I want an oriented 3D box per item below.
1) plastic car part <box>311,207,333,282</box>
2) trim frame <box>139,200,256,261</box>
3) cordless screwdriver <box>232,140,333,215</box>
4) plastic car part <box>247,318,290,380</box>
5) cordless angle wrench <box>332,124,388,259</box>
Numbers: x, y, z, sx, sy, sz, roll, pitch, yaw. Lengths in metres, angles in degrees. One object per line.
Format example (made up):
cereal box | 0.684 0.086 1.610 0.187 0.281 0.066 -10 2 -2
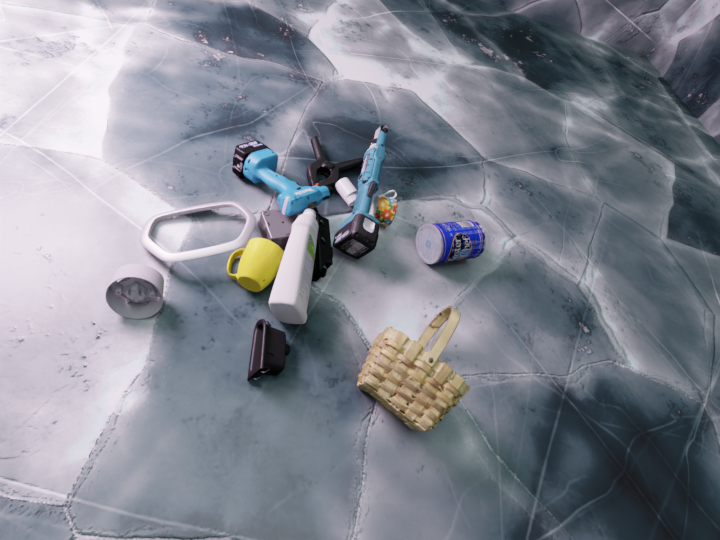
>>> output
plastic car part | -0.097 -0.063 0.992 0.064 0.067 0.210 10 51 -27
trim frame | -0.351 -0.091 0.924 0.243 0.027 0.194 -16 49 -17
cordless screwdriver | -0.195 -0.233 1.052 0.260 0.073 0.154 40 43 24
plastic car part | -0.170 0.152 0.812 0.068 0.067 0.120 23 45 -24
cordless angle wrench | 0.022 -0.227 1.092 0.071 0.100 0.430 28 54 -23
